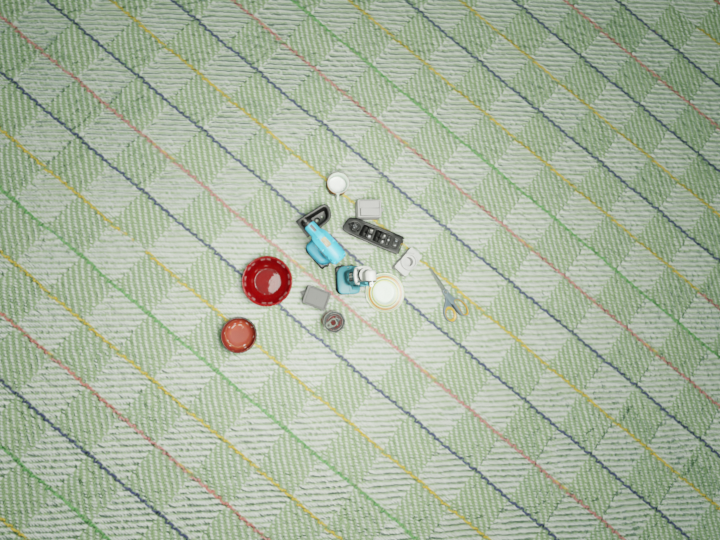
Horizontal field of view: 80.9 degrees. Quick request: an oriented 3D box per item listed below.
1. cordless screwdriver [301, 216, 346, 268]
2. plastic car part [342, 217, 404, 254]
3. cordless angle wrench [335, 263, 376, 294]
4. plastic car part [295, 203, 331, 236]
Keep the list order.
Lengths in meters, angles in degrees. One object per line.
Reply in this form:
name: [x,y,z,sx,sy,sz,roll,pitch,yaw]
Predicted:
cordless screwdriver: [-0.127,-0.083,1.300,0.074,0.250,0.159,-42,93,-9]
plastic car part: [0.038,-0.118,1.410,0.202,0.067,0.066,23,83,-3]
cordless angle wrench: [-0.011,0.021,1.210,0.073,0.426,0.098,-1,87,-10]
plastic car part: [-0.149,-0.165,1.398,0.116,0.071,0.066,-36,91,-8]
